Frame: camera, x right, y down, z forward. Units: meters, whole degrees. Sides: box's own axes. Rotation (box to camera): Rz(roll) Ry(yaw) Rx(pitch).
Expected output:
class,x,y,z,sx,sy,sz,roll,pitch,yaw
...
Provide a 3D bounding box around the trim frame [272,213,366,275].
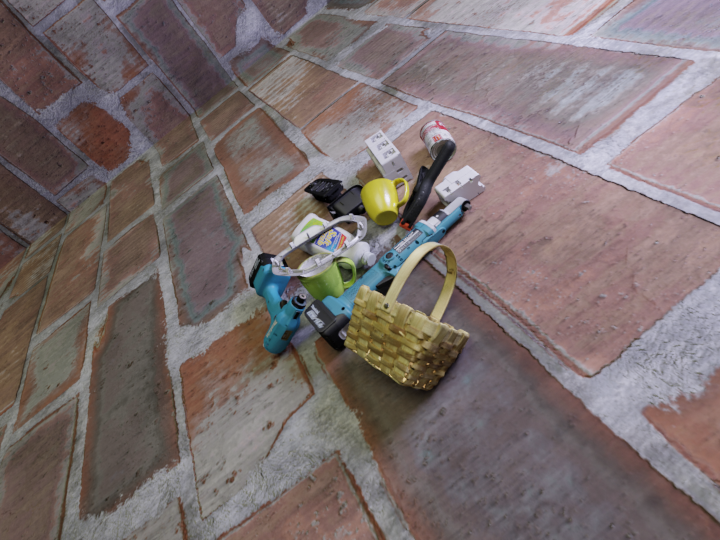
class,x,y,z,sx,sy,sz,roll,pitch,yaw
trim frame,-0.094,-0.062,0.966,0.246,0.026,0.193,-34,30,-10

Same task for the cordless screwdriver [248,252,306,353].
class,x,y,z,sx,sy,sz,roll,pitch,yaw
cordless screwdriver,-0.189,0.049,0.980,0.159,0.071,0.261,-58,35,26

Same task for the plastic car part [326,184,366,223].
class,x,y,z,sx,sy,sz,roll,pitch,yaw
plastic car part,-0.018,-0.168,1.106,0.116,0.063,0.075,-39,55,-4

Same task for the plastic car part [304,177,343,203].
class,x,y,z,sx,sy,sz,roll,pitch,yaw
plastic car part,-0.099,-0.222,1.185,0.066,0.064,0.213,-50,31,-5

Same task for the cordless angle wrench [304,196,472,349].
class,x,y,z,sx,sy,sz,roll,pitch,yaw
cordless angle wrench,0.070,-0.013,0.890,0.421,0.070,0.104,-42,41,-6
